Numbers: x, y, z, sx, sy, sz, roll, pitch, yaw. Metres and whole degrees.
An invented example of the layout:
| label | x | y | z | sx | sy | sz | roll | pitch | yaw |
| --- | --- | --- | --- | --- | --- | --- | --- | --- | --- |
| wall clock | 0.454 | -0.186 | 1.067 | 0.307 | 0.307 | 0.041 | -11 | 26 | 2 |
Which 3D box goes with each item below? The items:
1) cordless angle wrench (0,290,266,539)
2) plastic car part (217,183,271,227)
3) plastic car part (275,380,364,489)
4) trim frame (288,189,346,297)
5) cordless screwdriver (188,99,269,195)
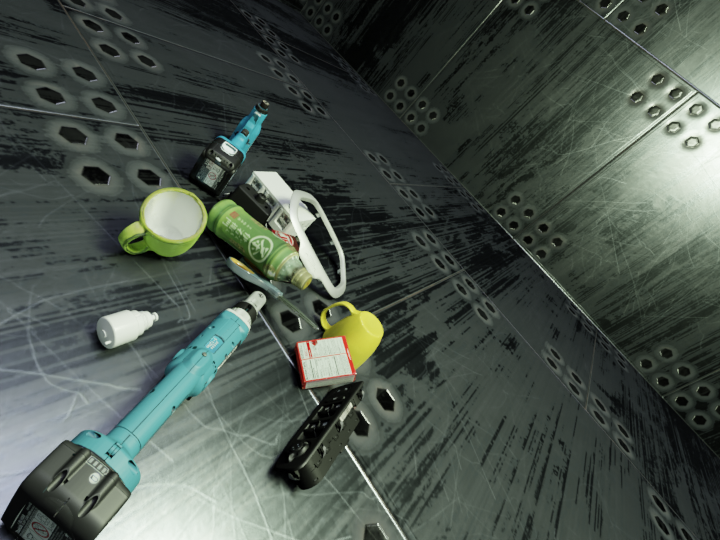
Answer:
| label | x | y | z | sx | sy | sz | roll | pitch | yaw |
| --- | --- | --- | --- | --- | --- | --- | --- | --- | --- |
| cordless angle wrench | -0.211 | 0.126 | 0.525 | 0.074 | 0.098 | 0.422 | 38 | 25 | -5 |
| plastic car part | -0.226 | -0.136 | 0.879 | 0.118 | 0.071 | 0.065 | 43 | 29 | 6 |
| plastic car part | -0.051 | 0.237 | 0.610 | 0.197 | 0.068 | 0.067 | -29 | 101 | -62 |
| trim frame | -0.087 | -0.057 | 0.895 | 0.186 | 0.028 | 0.240 | -72 | 141 | -61 |
| cordless screwdriver | -0.272 | -0.277 | 0.922 | 0.072 | 0.161 | 0.254 | 35 | 32 | -19 |
